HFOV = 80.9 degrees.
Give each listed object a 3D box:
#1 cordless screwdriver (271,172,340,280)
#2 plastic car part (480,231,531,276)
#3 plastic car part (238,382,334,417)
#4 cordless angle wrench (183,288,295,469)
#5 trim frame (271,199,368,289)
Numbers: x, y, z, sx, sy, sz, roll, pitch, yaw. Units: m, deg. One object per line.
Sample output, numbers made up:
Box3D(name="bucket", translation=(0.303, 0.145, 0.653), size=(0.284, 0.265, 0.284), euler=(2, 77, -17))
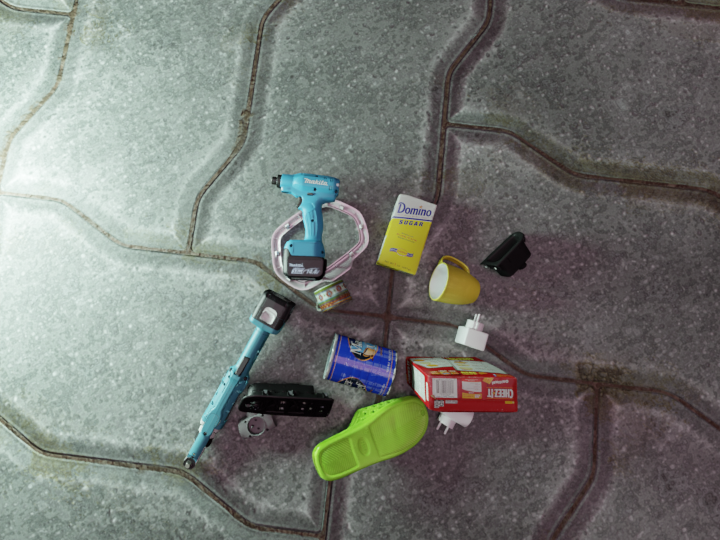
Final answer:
Box3D(name="cordless screwdriver", translation=(-0.139, -0.104, 0.967), size=(0.159, 0.073, 0.251), euler=(6, 79, 0))
Box3D(name="plastic car part", translation=(0.354, -0.029, 0.987), size=(0.116, 0.068, 0.069), euler=(-40, 102, -8))
Box3D(name="plastic car part", translation=(-0.165, 0.279, 0.927), size=(0.198, 0.065, 0.070), euler=(4, 43, -16))
Box3D(name="cordless angle wrench", translation=(-0.278, 0.245, 0.940), size=(0.075, 0.098, 0.423), euler=(28, 88, 0))
Box3D(name="trim frame", translation=(-0.098, -0.064, 1.006), size=(0.247, 0.027, 0.186), euler=(-35, 85, -6))
